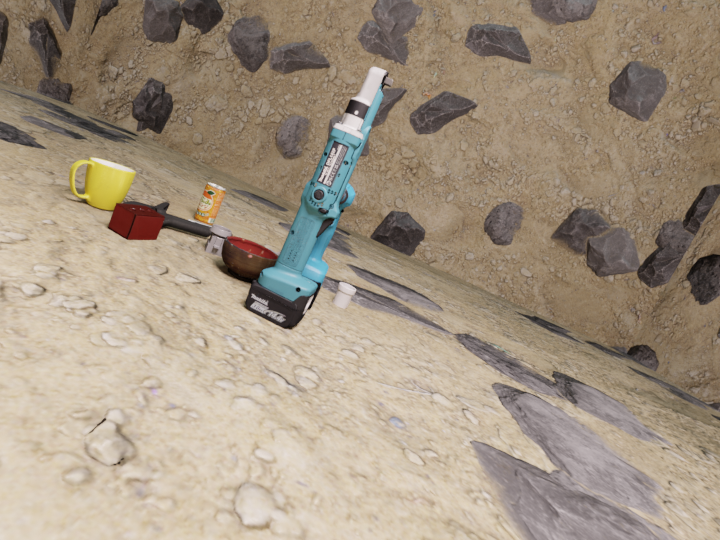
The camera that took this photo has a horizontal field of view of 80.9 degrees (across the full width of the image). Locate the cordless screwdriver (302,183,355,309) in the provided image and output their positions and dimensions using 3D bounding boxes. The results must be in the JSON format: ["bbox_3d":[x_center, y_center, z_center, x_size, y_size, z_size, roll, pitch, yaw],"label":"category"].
[{"bbox_3d":[-0.077,-0.051,0.792,0.074,0.248,0.160,24,9,-3],"label":"cordless screwdriver"}]

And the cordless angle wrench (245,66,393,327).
[{"bbox_3d":[-0.059,-0.116,0.671,0.100,0.421,0.073,26,9,7],"label":"cordless angle wrench"}]
